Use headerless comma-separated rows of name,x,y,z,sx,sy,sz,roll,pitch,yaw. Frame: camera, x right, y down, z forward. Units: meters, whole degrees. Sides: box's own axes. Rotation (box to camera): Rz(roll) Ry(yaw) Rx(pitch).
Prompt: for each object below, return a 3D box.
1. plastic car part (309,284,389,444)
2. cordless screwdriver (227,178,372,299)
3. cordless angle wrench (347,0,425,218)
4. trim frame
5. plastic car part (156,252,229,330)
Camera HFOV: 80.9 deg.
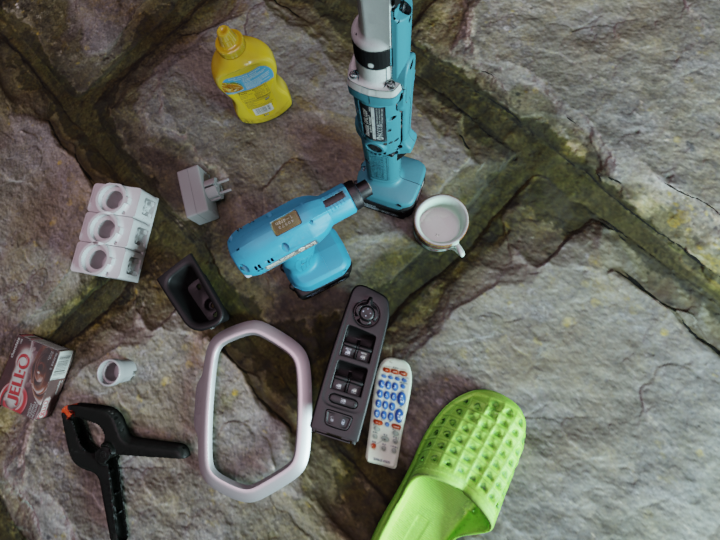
plastic car part,-0.007,0.123,0.586,0.068,0.065,0.204,14,81,10
cordless screwdriver,-0.052,-0.034,0.537,0.159,0.243,0.076,-28,79,1
cordless angle wrench,0.027,-0.156,0.461,0.100,0.413,0.074,21,83,8
trim frame,-0.160,0.198,0.617,0.187,0.027,0.252,-4,77,9
plastic car part,-0.242,0.043,0.643,0.066,0.069,0.120,-38,76,-1
